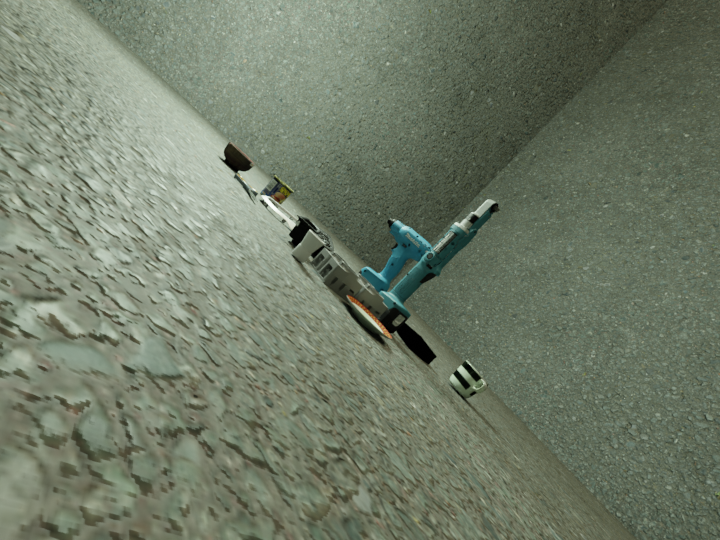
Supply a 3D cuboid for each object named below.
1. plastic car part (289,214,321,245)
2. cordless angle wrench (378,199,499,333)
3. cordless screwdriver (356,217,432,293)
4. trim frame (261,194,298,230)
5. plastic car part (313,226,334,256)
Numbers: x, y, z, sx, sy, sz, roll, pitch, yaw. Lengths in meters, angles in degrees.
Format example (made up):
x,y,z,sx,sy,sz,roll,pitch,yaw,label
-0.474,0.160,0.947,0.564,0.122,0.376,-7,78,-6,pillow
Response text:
x,y,z,sx,sy,sz,roll,pitch,yaw,label
-0.144,-0.093,1.060,0.066,0.071,0.116,44,3,0,plastic car part
0.188,-0.022,1.078,0.070,0.423,0.103,40,6,-44,cordless angle wrench
0.069,-0.025,1.224,0.166,0.249,0.071,46,4,26,cordless screwdriver
-0.222,-0.157,1.334,0.235,0.027,0.194,41,4,-35,trim frame
-0.119,-0.078,1.218,0.064,0.067,0.208,43,3,-17,plastic car part
